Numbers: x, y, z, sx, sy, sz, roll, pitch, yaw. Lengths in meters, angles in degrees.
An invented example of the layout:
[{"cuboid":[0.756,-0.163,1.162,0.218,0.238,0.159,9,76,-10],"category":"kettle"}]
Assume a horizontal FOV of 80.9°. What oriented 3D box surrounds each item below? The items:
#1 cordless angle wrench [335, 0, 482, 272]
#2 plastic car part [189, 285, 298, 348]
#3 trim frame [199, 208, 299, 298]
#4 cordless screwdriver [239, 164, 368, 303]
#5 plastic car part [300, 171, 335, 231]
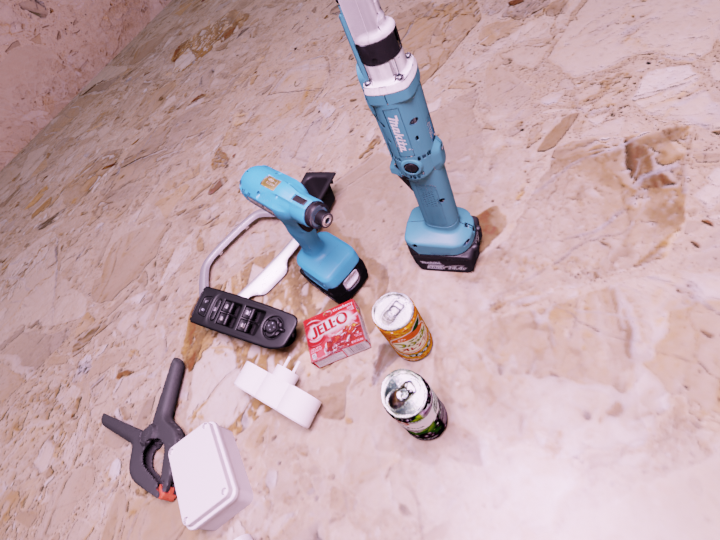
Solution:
[{"cuboid":[0.063,-0.138,0.493,0.102,0.400,0.075,4,59,28],"category":"cordless angle wrench"},{"cuboid":[-0.184,0.085,0.689,0.213,0.063,0.067,10,62,32],"category":"plastic car part"},{"cuboid":[-0.212,-0.026,0.807,0.247,0.026,0.195,-46,49,-8],"category":"trim frame"},{"cuboid":[-0.058,-0.038,0.596,0.168,0.235,0.074,31,74,39],"category":"cordless screwdriver"},{"cuboid":[-0.084,-0.118,0.779,0.069,0.067,0.117,6,60,30],"category":"plastic car part"}]
